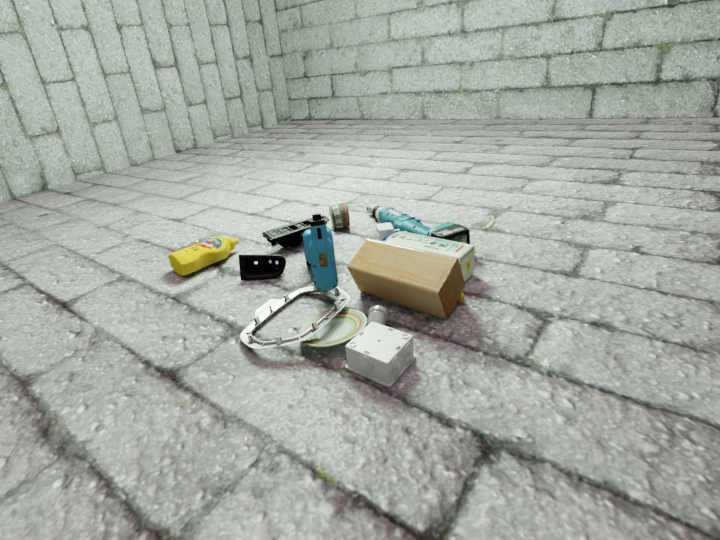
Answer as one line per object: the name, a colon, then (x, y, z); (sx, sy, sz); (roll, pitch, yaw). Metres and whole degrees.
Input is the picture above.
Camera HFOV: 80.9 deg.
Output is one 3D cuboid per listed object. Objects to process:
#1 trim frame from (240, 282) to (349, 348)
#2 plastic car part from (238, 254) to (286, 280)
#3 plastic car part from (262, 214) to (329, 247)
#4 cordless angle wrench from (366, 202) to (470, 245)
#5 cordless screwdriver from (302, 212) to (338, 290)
trim frame: (-0.131, 0.084, 0.852); (0.193, 0.027, 0.244); (1, 28, 36)
plastic car part: (-0.242, -0.016, 1.067); (0.117, 0.065, 0.072); (-3, 12, 1)
plastic car part: (-0.173, -0.107, 1.203); (0.198, 0.065, 0.070); (-26, 25, -25)
cordless angle wrench: (0.127, -0.130, 1.178); (0.095, 0.072, 0.445); (-18, 27, -22)
cordless screwdriver: (-0.095, -0.062, 0.969); (0.074, 0.157, 0.254); (-8, 13, -6)
